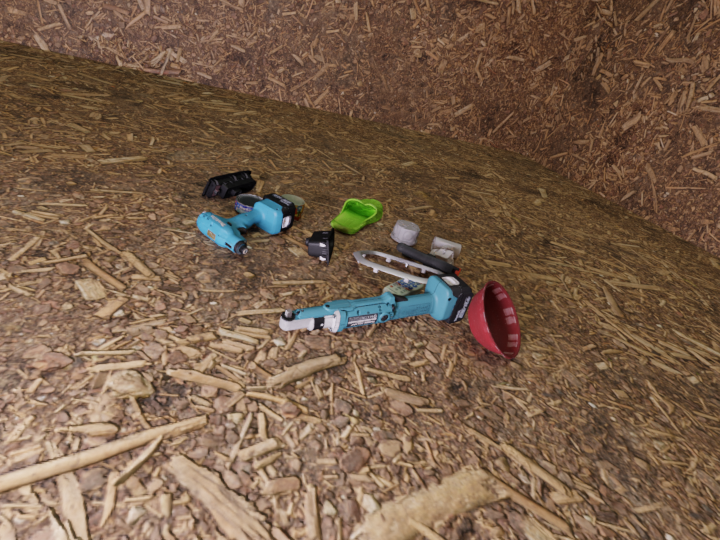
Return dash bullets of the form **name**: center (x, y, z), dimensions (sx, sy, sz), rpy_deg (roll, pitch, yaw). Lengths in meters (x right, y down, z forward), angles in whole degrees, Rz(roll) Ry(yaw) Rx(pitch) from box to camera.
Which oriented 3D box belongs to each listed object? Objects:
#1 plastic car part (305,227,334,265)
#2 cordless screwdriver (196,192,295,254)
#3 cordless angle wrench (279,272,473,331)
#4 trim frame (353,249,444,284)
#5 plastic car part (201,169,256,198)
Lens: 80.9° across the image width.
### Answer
- **plastic car part**: center (-0.104, -0.068, 1.063), dimensions (0.071, 0.064, 0.118), rpy_deg (2, 25, 1)
- **cordless screwdriver**: center (-0.258, -0.113, 1.046), dimensions (0.167, 0.073, 0.241), rpy_deg (32, 36, 26)
- **cordless angle wrench**: center (0.037, 0.077, 0.849), dimensions (0.408, 0.096, 0.078), rpy_deg (-6, 35, -27)
- **trim frame**: center (0.098, -0.006, 1.039), dimensions (0.258, 0.027, 0.179), rpy_deg (16, 16, 19)
- **plastic car part**: center (-0.373, -0.253, 1.248), dimensions (0.068, 0.066, 0.200), rpy_deg (32, 30, 6)
